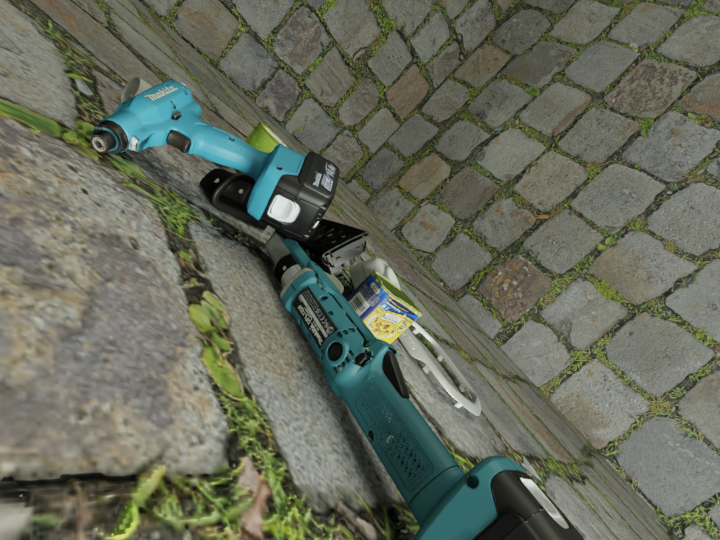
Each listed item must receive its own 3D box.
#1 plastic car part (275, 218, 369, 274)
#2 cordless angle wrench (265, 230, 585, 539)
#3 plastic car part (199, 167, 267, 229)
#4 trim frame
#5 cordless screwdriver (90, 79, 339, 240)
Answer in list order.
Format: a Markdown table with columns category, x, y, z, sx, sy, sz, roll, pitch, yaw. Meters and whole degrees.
| category | x | y | z | sx | sy | sz | roll | pitch | yaw |
| --- | --- | --- | --- | --- | --- | --- | --- | --- | --- |
| plastic car part | -0.058 | -0.038 | 0.589 | 0.214 | 0.065 | 0.064 | 29 | -31 | 55 |
| cordless angle wrench | -0.006 | 0.081 | 0.389 | 0.070 | 0.098 | 0.447 | 34 | 10 | -45 |
| plastic car part | -0.172 | -0.111 | 0.588 | 0.075 | 0.066 | 0.110 | 33 | 7 | 33 |
| trim frame | 0.132 | 0.160 | 0.771 | 0.174 | 0.028 | 0.262 | 37 | 14 | -41 |
| cordless screwdriver | -0.151 | -0.119 | 0.472 | 0.246 | 0.074 | 0.161 | 28 | 35 | -7 |
